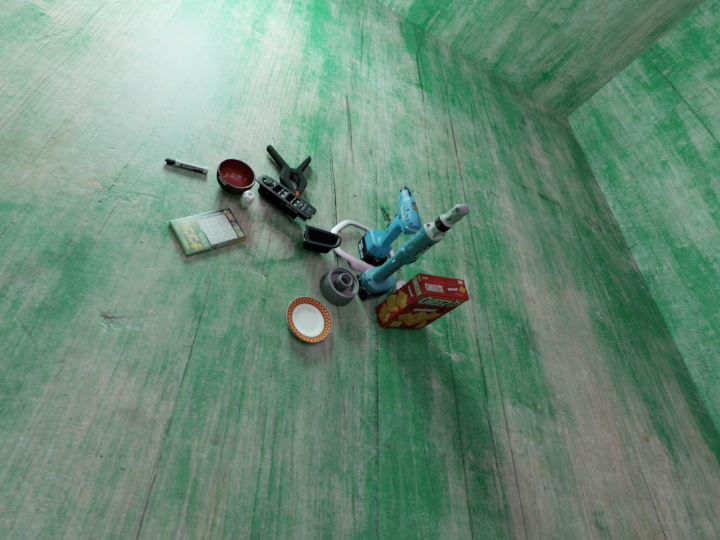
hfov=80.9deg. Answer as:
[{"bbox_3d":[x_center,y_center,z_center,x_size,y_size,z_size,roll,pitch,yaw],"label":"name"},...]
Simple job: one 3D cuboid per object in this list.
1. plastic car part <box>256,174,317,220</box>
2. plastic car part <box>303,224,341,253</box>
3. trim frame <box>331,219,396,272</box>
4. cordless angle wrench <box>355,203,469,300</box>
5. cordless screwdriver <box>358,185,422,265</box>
[{"bbox_3d":[-0.231,-0.214,1.273,0.202,0.067,0.066,39,46,-3],"label":"plastic car part"},{"bbox_3d":[-0.121,-0.079,1.241,0.112,0.071,0.068,16,52,-24],"label":"plastic car part"},{"bbox_3d":[0.014,-0.070,1.352,0.241,0.028,0.188,24,48,-16],"label":"trim frame"},{"bbox_3d":[0.129,-0.046,1.129,0.094,0.427,0.077,-7,66,-39],"label":"cordless angle wrench"},{"bbox_3d":[0.086,-0.132,1.288,0.071,0.251,0.164,14,53,-28],"label":"cordless screwdriver"}]
